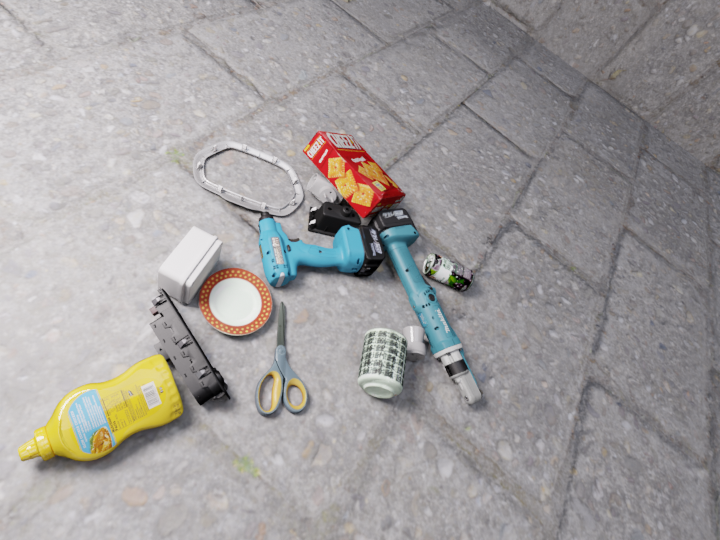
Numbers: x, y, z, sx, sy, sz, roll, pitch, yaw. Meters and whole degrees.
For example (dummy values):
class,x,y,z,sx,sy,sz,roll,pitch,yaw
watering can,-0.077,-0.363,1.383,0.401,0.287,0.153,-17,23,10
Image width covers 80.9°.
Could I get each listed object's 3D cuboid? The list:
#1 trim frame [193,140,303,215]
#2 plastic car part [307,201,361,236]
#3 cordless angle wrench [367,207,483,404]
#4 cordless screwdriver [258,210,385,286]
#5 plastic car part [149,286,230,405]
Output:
class,x,y,z,sx,sy,sz,roll,pitch,yaw
trim frame,-0.241,-0.205,0.924,0.243,0.027,0.188,21,52,-12
plastic car part,-0.049,-0.115,0.919,0.114,0.071,0.068,12,57,-14
cordless angle wrench,0.134,0.065,0.879,0.094,0.074,0.437,-9,64,-30
cordless screwdriver,-0.084,-0.055,0.861,0.241,0.074,0.165,-5,60,-23
plastic car part,-0.273,0.125,0.655,0.066,0.066,0.208,-35,76,-29
